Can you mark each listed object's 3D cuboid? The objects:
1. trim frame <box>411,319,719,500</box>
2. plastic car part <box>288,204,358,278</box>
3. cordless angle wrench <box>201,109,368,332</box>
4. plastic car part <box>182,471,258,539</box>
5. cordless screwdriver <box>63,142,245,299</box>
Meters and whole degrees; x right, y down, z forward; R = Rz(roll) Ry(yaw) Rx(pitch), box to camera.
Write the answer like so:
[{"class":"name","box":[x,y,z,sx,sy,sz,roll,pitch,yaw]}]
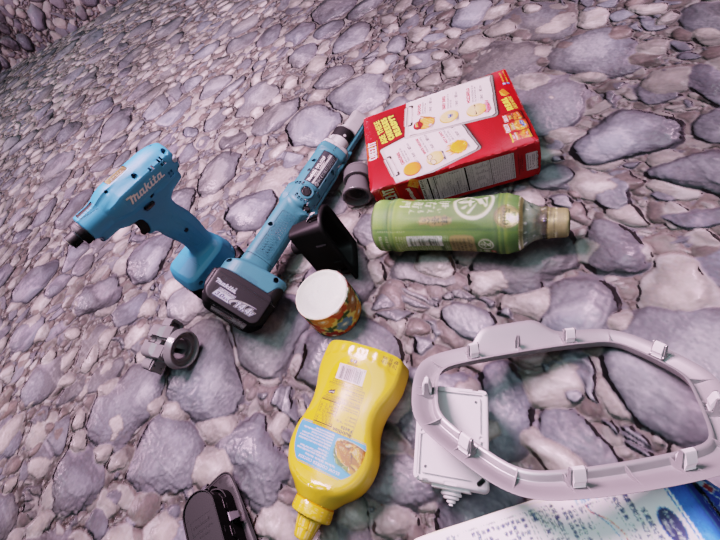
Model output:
[{"class":"trim frame","box":[0.167,0.100,0.353,0.248,0.027,0.189,-11,24,-1]},{"class":"plastic car part","box":[-0.056,-0.036,0.568,0.073,0.110,0.068,-18,51,21]},{"class":"cordless angle wrench","box":[-0.090,-0.108,0.653,0.424,0.097,0.075,-62,8,-26]},{"class":"plastic car part","box":[-0.131,0.302,0.411,0.066,0.063,0.214,-41,47,4]},{"class":"cordless screwdriver","box":[-0.264,-0.034,0.586,0.078,0.236,0.158,23,65,35]}]
